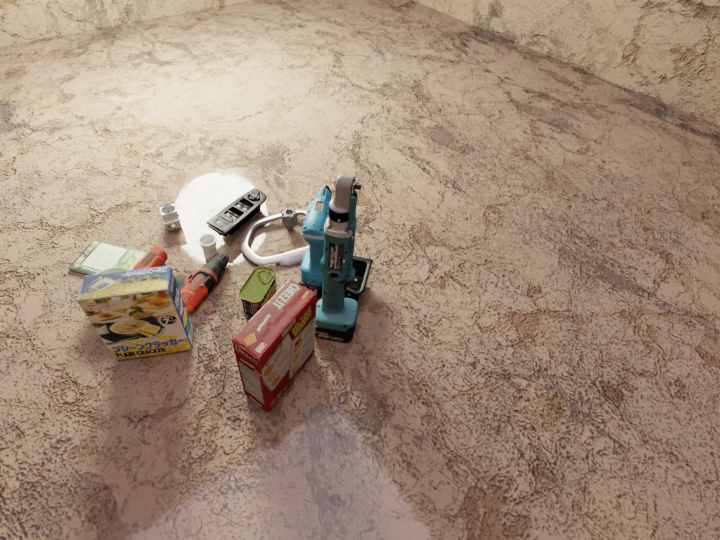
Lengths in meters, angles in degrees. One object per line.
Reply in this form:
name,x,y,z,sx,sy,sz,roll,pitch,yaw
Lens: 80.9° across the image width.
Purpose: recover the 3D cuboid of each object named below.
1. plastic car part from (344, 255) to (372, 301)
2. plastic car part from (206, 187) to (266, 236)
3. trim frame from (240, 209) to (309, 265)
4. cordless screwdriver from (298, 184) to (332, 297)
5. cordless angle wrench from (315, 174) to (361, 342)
plastic car part,-0.015,0.029,1.001,0.067,0.069,0.118,10,48,5
plastic car part,-0.330,-0.154,1.164,0.069,0.065,0.202,23,51,16
trim frame,-0.198,-0.089,1.133,0.244,0.027,0.193,-17,50,-16
cordless screwdriver,-0.094,-0.062,0.966,0.075,0.242,0.163,8,48,1
cordless angle wrench,-0.043,-0.008,0.804,0.099,0.411,0.076,11,48,4
